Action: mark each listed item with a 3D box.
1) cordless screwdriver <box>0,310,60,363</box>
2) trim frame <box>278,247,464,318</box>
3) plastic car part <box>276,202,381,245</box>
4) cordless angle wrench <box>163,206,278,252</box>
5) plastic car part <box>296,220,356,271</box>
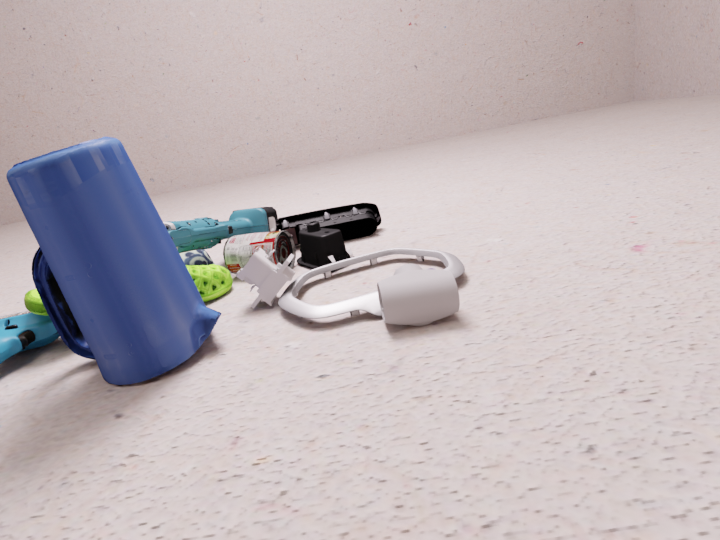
[{"bbox_3d":[-0.421,0.102,0.488,0.157,0.073,0.256,-14,16,-10],"label":"cordless screwdriver"},{"bbox_3d":[0.012,0.013,0.558,0.244,0.027,0.192,-15,19,-15],"label":"trim frame"},{"bbox_3d":[-0.054,-0.083,0.803,0.201,0.064,0.070,-14,28,-7],"label":"plastic car part"},{"bbox_3d":[-0.266,-0.064,0.723,0.100,0.074,0.415,-4,9,15],"label":"cordless angle wrench"},{"bbox_3d":[-0.068,-0.044,0.694,0.064,0.069,0.123,-22,24,-35],"label":"plastic car part"}]
